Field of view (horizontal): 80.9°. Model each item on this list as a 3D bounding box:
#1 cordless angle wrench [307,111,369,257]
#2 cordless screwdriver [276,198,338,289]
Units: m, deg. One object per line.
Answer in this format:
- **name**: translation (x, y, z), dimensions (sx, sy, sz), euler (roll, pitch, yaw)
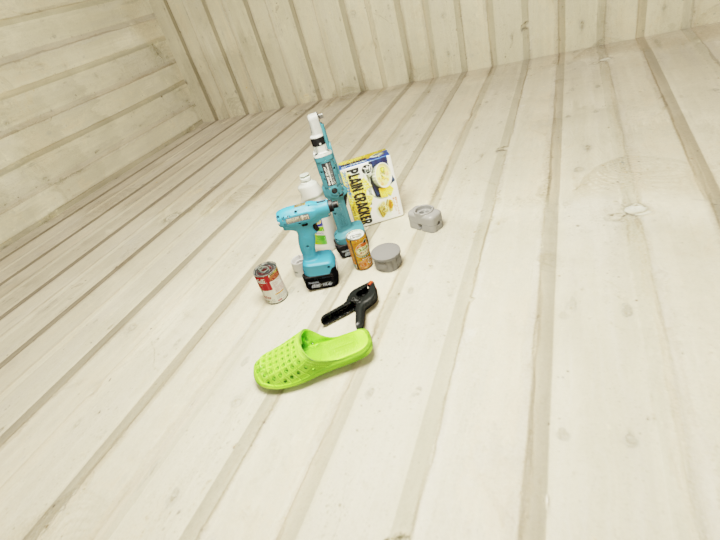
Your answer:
- **cordless angle wrench**: translation (-0.073, -0.229, 1.170), dimensions (0.098, 0.406, 0.077), euler (-17, 32, 1)
- **cordless screwdriver**: translation (-0.109, -0.071, 1.117), dimensions (0.161, 0.239, 0.076), euler (-13, 32, 9)
